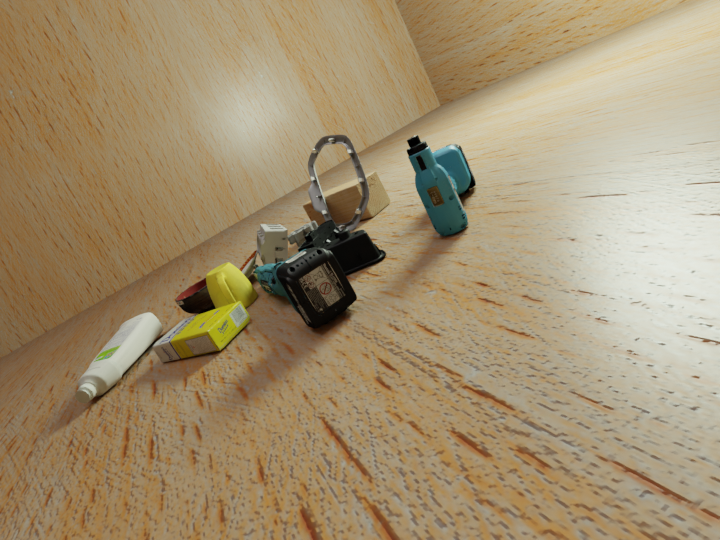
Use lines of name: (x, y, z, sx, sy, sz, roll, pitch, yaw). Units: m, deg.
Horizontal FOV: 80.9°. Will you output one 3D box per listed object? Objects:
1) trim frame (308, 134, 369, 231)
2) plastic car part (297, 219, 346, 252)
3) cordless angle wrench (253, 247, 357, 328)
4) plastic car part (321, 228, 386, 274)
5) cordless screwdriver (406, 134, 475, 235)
trim frame: (-0.061, -0.211, 1.020, 0.026, 0.253, 0.189, -8, -16, -43)
plastic car part: (-0.090, -0.059, 0.920, 0.068, 0.066, 0.202, -28, 13, 28)
cordless angle wrench: (-0.136, 0.017, 0.749, 0.073, 0.096, 0.437, -33, 14, -19)
plastic car part: (-0.022, -0.036, 0.734, 0.119, 0.069, 0.066, -25, 17, 21)
cordless screwdriver: (0.137, -0.172, 0.730, 0.076, 0.156, 0.248, -22, 16, 24)
